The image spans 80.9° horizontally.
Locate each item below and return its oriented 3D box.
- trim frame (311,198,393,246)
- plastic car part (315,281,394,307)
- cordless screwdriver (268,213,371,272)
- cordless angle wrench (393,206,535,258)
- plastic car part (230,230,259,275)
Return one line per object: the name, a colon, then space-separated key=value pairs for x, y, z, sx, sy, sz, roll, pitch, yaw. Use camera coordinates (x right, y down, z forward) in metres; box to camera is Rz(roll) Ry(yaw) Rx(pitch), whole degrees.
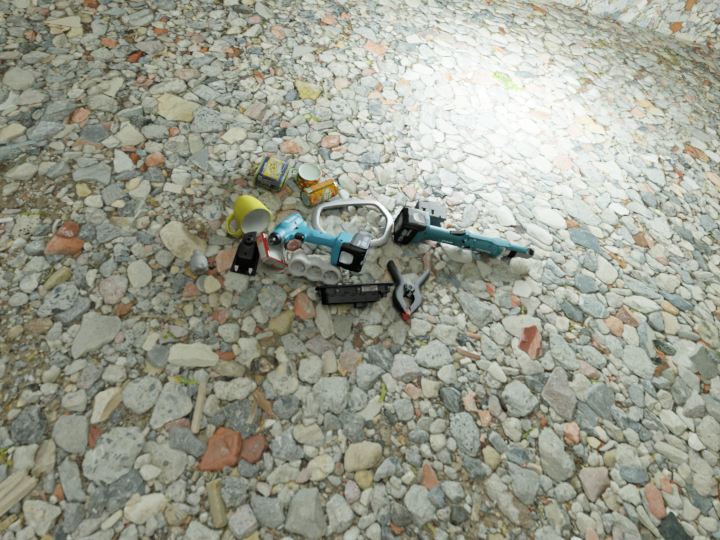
trim frame: x=-0.022 y=-0.140 z=1.224 sx=0.243 sy=0.027 sz=0.191 roll=-8 pitch=60 yaw=-14
plastic car part: x=-0.019 y=0.061 z=1.077 sx=0.199 sy=0.067 sz=0.067 roll=2 pitch=84 yaw=-12
cordless screwdriver: x=-0.106 y=-0.069 z=1.087 sx=0.255 sy=0.073 sz=0.158 roll=20 pitch=29 yaw=12
cordless angle wrench: x=0.307 y=-0.089 z=1.227 sx=0.416 sy=0.097 sz=0.076 roll=12 pitch=56 yaw=-9
plastic car part: x=-0.290 y=-0.054 z=1.087 sx=0.065 sy=0.070 sz=0.119 roll=11 pitch=59 yaw=-7
